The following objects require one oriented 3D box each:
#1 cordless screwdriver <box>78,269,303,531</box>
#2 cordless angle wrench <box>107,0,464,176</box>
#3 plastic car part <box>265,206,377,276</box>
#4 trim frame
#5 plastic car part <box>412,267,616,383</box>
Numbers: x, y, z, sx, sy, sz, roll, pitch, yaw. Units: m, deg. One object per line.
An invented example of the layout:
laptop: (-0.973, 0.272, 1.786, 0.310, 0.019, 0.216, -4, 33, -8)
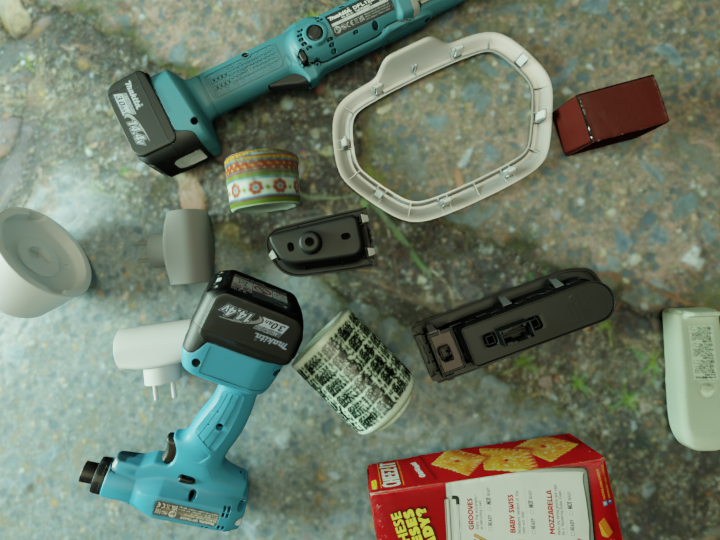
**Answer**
cordless screwdriver: (-0.156, 0.123, 0.398, 0.156, 0.076, 0.247, 19, 100, -12)
cordless angle wrench: (-0.049, -0.235, 0.450, 0.422, 0.074, 0.099, -27, 87, -2)
plastic car part: (-0.042, -0.028, 0.433, 0.116, 0.071, 0.066, -10, 87, -2)
trim frame: (0.090, -0.159, 0.457, 0.249, 0.027, 0.186, -25, 84, 3)
plastic car part: (0.160, 0.050, 0.423, 0.202, 0.066, 0.067, -21, 81, -2)
